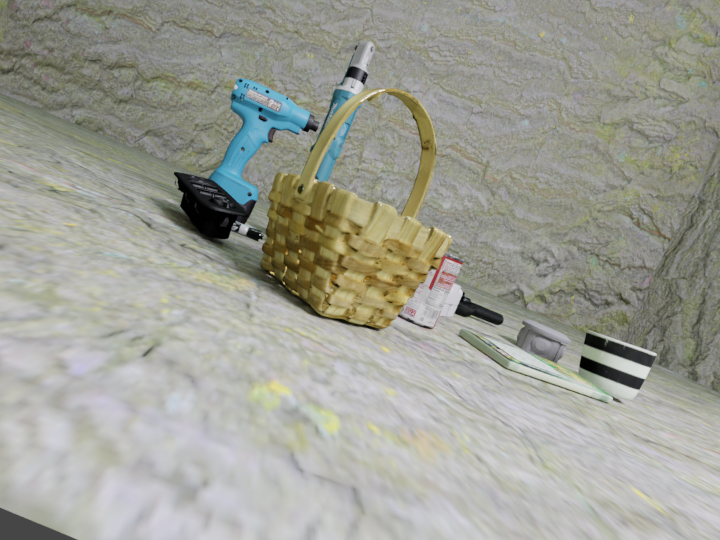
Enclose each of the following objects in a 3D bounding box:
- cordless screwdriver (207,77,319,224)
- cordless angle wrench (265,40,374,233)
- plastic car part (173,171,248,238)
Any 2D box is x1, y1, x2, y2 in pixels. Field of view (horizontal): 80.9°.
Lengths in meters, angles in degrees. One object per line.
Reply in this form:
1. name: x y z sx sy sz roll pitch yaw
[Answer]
1. cordless screwdriver: -0.185 -0.193 0.748 0.155 0.248 0.076 22 5 -14
2. cordless angle wrench: -0.064 -0.247 0.833 0.104 0.422 0.070 27 6 38
3. plastic car part: -0.221 -0.092 0.599 0.063 0.067 0.214 19 7 -38
